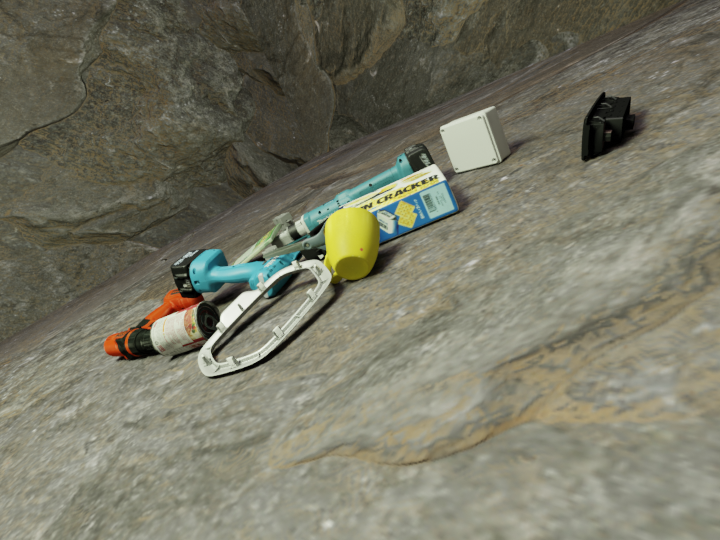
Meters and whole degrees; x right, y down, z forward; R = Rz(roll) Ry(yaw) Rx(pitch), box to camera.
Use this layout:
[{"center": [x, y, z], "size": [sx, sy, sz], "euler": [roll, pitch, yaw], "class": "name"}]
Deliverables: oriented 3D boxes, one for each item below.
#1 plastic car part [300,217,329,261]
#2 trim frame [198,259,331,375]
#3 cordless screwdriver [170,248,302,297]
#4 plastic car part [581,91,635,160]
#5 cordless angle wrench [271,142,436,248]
[{"center": [-0.083, -0.055, 0.853], "size": [0.072, 0.065, 0.116], "euler": [-35, 10, 26], "class": "plastic car part"}, {"center": [-0.145, 0.060, 0.638], "size": [0.193, 0.026, 0.247], "euler": [-1, 41, 47], "class": "trim frame"}, {"center": [-0.244, -0.008, 0.855], "size": [0.258, 0.072, 0.158], "euler": [-1, 27, 23], "class": "cordless screwdriver"}, {"center": [0.402, -0.245, 0.682], "size": [0.070, 0.064, 0.200], "euler": [-2, 30, 35], "class": "plastic car part"}, {"center": [-0.030, -0.151, 0.976], "size": [0.430, 0.095, 0.075], "euler": [-25, 20, 16], "class": "cordless angle wrench"}]
